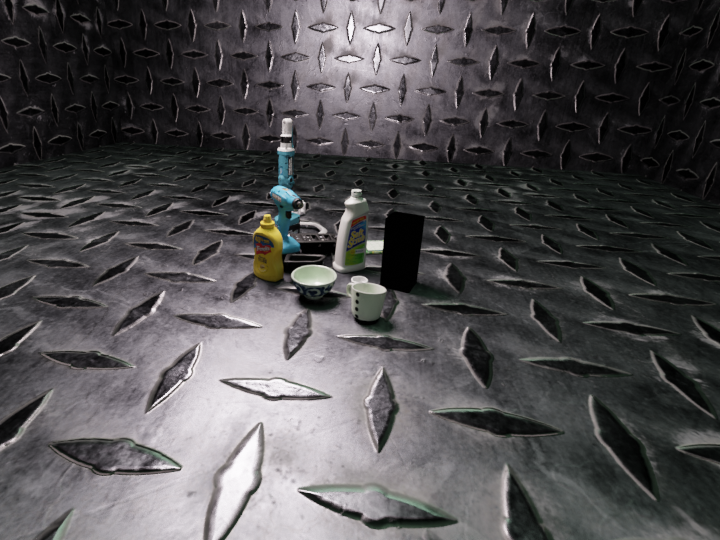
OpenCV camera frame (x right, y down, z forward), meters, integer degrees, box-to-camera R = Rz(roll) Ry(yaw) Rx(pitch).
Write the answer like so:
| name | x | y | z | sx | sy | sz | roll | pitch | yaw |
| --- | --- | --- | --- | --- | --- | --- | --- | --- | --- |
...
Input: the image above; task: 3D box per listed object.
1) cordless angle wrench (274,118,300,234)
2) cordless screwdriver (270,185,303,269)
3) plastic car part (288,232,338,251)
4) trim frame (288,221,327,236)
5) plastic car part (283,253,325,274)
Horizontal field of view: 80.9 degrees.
| name | x | y | z | sx | sy | sz | roll | pitch | yaw |
| --- | --- | --- | --- | --- | --- | --- | --- | --- | --- |
| cordless angle wrench | -0.268 | -0.330 | 1.528 | 0.078 | 0.414 | 0.095 | 18 | 26 | 32 |
| cordless screwdriver | -0.218 | -0.120 | 1.273 | 0.072 | 0.244 | 0.168 | -10 | 26 | -32 |
| plastic car part | -0.140 | -0.092 | 1.432 | 0.198 | 0.065 | 0.069 | -6 | 25 | -19 |
| trim frame | -0.250 | -0.149 | 1.600 | 0.250 | 0.027 | 0.187 | 3 | 24 | 2 |
| plastic car part | -0.162 | -0.008 | 1.240 | 0.117 | 0.069 | 0.067 | 4 | 23 | 3 |
